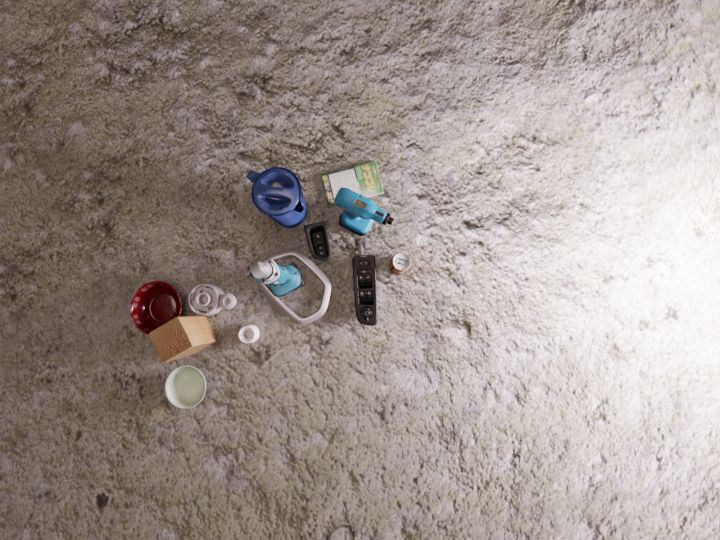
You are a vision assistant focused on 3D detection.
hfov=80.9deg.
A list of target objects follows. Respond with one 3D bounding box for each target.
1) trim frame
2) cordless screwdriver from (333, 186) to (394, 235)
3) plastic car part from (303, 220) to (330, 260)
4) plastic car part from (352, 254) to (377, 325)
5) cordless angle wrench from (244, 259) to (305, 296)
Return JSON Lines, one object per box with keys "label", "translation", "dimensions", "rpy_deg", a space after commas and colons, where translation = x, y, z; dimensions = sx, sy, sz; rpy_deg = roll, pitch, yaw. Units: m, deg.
{"label": "trim frame", "translation": [-0.202, 0.047, 1.275], "dimensions": [0.253, 0.027, 0.184], "rpy_deg": [42, 87, 9]}
{"label": "cordless screwdriver", "translation": [0.010, -0.150, 1.175], "dimensions": [0.161, 0.246, 0.074], "rpy_deg": [28, 85, 4]}
{"label": "plastic car part", "translation": [-0.124, -0.081, 1.266], "dimensions": [0.066, 0.070, 0.118], "rpy_deg": [-13, 82, 1]}
{"label": "plastic car part", "translation": [0.014, 0.059, 1.234], "dimensions": [0.067, 0.066, 0.205], "rpy_deg": [-3, 82, 2]}
{"label": "cordless angle wrench", "translation": [-0.218, 0.013, 1.085], "dimensions": [0.098, 0.418, 0.075], "rpy_deg": [-28, 86, -3]}
